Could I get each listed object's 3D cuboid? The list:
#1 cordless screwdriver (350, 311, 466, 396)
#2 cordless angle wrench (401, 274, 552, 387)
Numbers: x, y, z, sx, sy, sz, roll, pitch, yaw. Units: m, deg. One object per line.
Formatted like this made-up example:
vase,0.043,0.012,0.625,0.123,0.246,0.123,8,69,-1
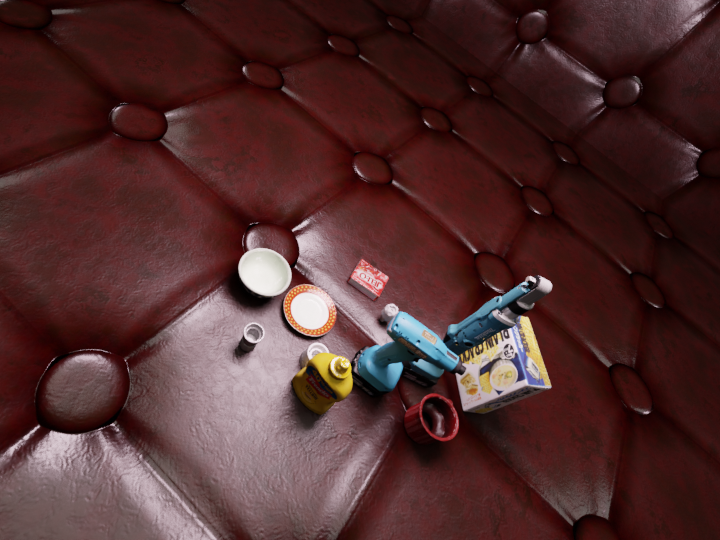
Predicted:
cordless screwdriver,0.083,0.189,0.855,0.160,0.249,0.074,38,49,0
cordless angle wrench,0.216,0.126,0.847,0.097,0.424,0.075,30,50,-8
